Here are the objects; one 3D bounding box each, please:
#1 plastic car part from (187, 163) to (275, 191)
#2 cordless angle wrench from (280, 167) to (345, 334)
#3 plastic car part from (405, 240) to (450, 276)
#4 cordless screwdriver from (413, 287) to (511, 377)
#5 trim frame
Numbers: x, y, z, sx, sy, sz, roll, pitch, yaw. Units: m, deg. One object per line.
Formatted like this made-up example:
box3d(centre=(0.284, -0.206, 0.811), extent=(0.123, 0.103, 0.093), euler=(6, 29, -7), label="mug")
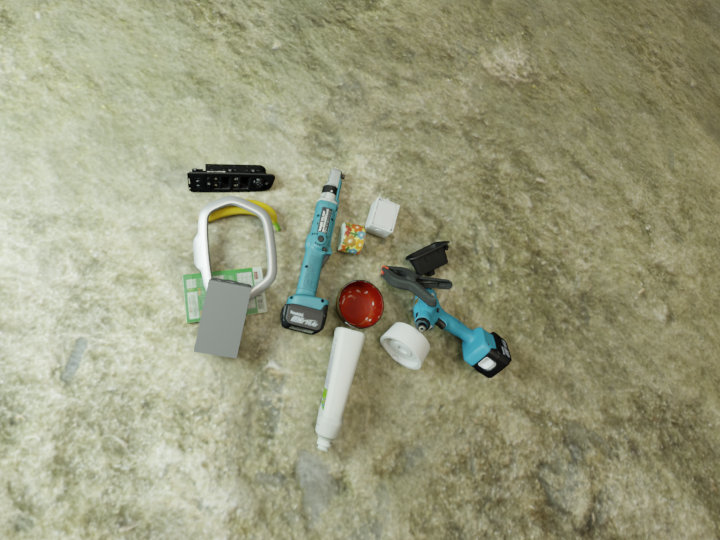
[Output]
box3d(centre=(-0.310, -0.225, 1.021), extent=(0.199, 0.065, 0.070), euler=(1, 49, -13), label="plastic car part")
box3d(centre=(-0.099, -0.065, 1.015), extent=(0.096, 0.075, 0.429), euler=(15, 68, -11), label="cordless angle wrench")
box3d(centre=(0.174, -0.023, 1.076), extent=(0.115, 0.068, 0.070), euler=(-28, 98, -17), label="plastic car part")
box3d(centre=(0.228, 0.153, 0.984), extent=(0.249, 0.074, 0.159), euler=(37, 27, -1), label="cordless screwdriver")
box3d(centre=(-0.284, -0.049, 0.958), extent=(0.180, 0.028, 0.251), euler=(-6, 82, -15), label="trim frame")
